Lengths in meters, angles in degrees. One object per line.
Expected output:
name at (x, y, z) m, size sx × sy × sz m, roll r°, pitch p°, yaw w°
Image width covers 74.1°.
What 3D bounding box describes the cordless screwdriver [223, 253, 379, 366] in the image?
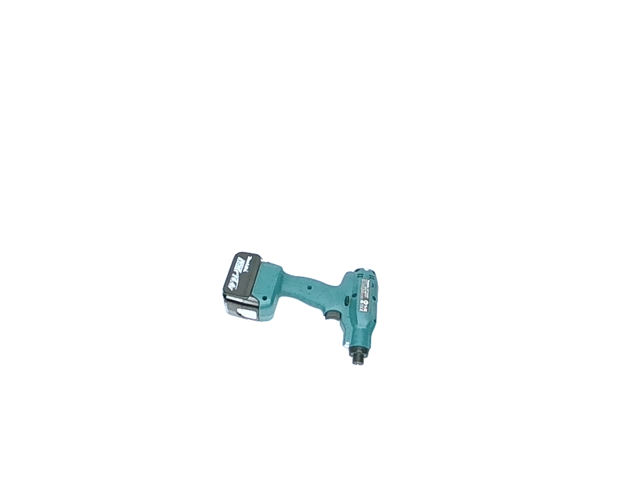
cordless screwdriver at (-0.031, 0.109, 0.687) m, size 0.249 × 0.158 × 0.074 m, roll 8°, pitch -34°, yaw 3°
